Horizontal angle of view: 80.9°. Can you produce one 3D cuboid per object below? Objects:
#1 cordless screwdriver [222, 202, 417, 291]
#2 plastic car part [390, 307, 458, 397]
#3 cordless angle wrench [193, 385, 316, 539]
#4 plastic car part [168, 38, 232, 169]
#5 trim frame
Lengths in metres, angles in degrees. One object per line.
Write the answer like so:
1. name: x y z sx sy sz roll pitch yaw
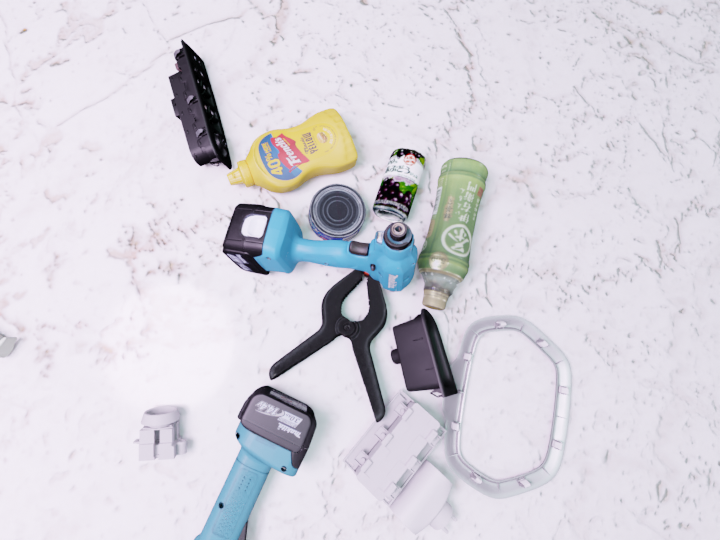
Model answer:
1. cordless screwdriver: -0.053 -0.035 0.543 0.254 0.154 0.075 10 71 11
2. plastic car part: 0.079 0.119 0.583 0.072 0.063 0.120 -24 67 21
3. cordless angle wrench: -0.182 0.358 0.515 0.098 0.074 0.424 24 80 0
4. plastic car part: -0.250 -0.243 0.645 0.067 0.065 0.206 -23 80 0
5. trim frame: 0.205 0.186 0.593 0.184 0.027 0.250 15 79 1
